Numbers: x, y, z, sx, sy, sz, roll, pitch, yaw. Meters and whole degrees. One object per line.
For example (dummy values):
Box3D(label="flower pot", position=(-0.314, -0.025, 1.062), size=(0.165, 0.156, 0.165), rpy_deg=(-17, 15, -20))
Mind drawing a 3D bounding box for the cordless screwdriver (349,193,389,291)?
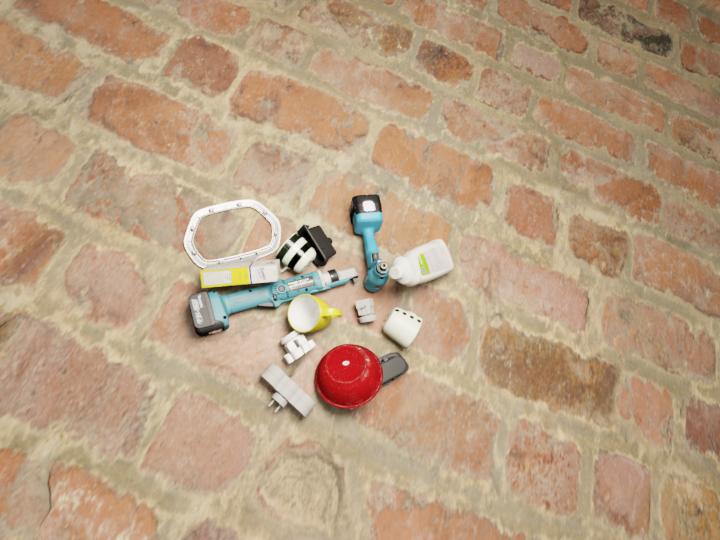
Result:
Box3D(label="cordless screwdriver", position=(0.030, -0.081, 1.083), size=(0.073, 0.157, 0.255), rpy_deg=(-4, 70, -9))

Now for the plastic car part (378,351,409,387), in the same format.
Box3D(label="plastic car part", position=(0.031, 0.253, 1.012), size=(0.198, 0.066, 0.068), rpy_deg=(-23, 71, -22))

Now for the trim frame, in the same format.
Box3D(label="trim frame", position=(-0.326, -0.094, 1.086), size=(0.242, 0.027, 0.188), rpy_deg=(-14, 74, -19))

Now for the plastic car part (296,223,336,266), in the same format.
Box3D(label="plastic car part", position=(-0.108, -0.071, 1.109), size=(0.069, 0.067, 0.118), rpy_deg=(-33, 83, -37))

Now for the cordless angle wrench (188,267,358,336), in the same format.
Box3D(label="cordless angle wrench", position=(-0.198, 0.054, 1.035), size=(0.413, 0.074, 0.100), rpy_deg=(-15, 75, -20))
